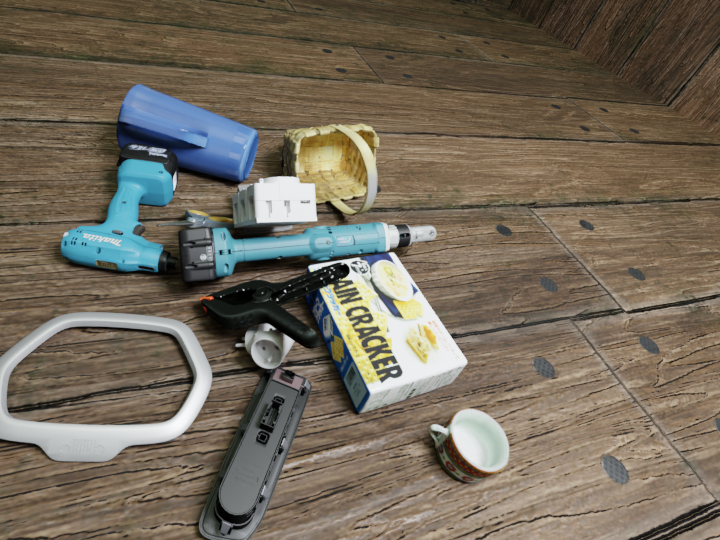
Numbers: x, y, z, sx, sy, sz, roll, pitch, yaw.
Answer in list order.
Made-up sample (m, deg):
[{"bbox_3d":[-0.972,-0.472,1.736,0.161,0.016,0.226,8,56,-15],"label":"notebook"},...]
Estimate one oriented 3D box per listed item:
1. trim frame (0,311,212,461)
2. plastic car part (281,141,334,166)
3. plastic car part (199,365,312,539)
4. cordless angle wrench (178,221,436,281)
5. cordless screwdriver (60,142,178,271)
[{"bbox_3d":[-0.306,0.129,0.508,0.243,0.027,0.191,6,44,-14],"label":"trim frame"},{"bbox_3d":[-0.125,-0.270,0.942,0.112,0.065,0.075,-4,34,-25],"label":"plastic car part"},{"bbox_3d":[-0.109,0.193,0.478,0.066,0.067,0.205,25,46,-4],"label":"plastic car part"},{"bbox_3d":[-0.066,-0.043,0.674,0.412,0.074,0.101,-7,3,-18],"label":"cordless angle wrench"},{"bbox_3d":[-0.353,-0.101,0.693,0.157,0.073,0.256,9,48,-9],"label":"cordless screwdriver"}]
